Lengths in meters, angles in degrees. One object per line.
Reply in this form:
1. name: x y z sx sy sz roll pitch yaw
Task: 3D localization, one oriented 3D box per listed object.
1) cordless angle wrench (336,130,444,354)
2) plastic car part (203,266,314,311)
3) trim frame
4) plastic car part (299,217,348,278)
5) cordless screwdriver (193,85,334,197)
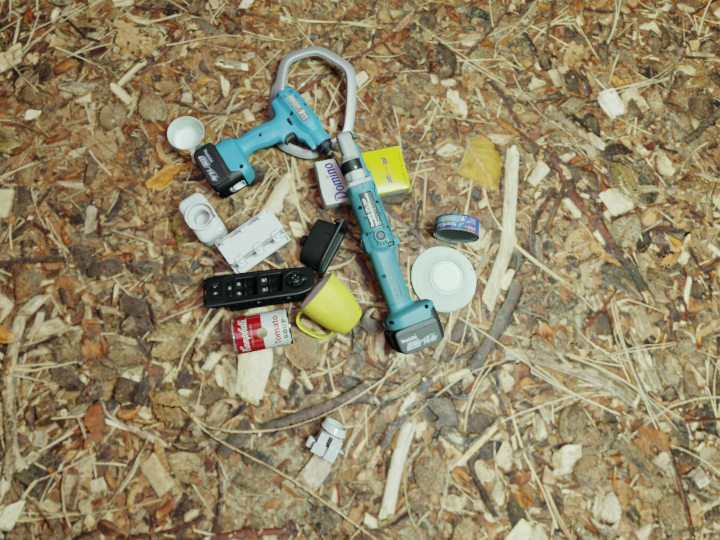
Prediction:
1. cordless angle wrench: 0.034 -0.061 0.788 0.097 0.075 0.425 -19 86 -9
2. plastic car part: -0.182 0.040 0.779 0.202 0.064 0.069 -11 44 -3
3. trim frame: -0.101 -0.351 0.879 0.185 0.027 0.250 2 84 3
4. plastic car part: -0.080 -0.052 0.816 0.073 0.064 0.116 28 81 15
5. cordless screwdriver: -0.185 -0.231 0.824 0.248 0.073 0.162 -37 83 -5
